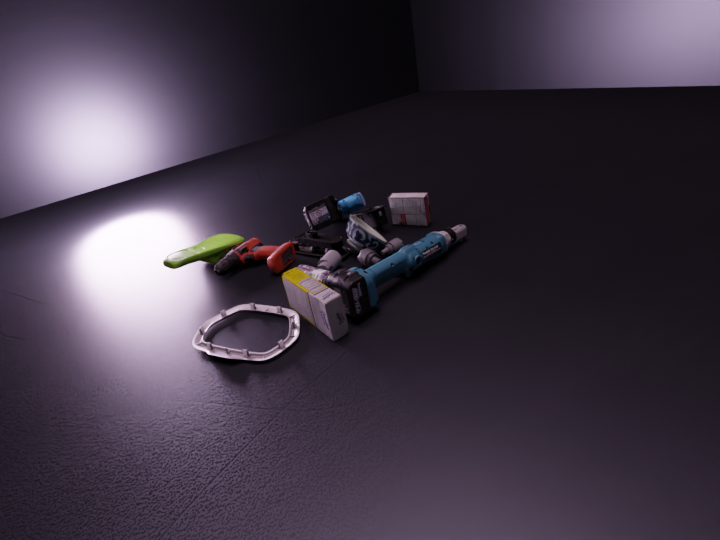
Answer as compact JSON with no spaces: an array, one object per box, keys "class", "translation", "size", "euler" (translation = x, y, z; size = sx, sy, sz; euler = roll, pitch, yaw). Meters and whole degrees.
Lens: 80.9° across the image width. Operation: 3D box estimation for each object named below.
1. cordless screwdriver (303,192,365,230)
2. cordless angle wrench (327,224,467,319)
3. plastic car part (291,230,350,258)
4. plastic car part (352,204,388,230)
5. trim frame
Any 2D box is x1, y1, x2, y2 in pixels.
[{"class":"cordless screwdriver","translation":[-0.093,-0.172,1.261],"size":[0.163,0.074,0.243],"euler":[-21,6,25]},{"class":"cordless angle wrench","translation":[0.111,-0.025,0.963],"size":[0.412,0.095,0.078],"euler":[-28,28,-33]},{"class":"plastic car part","translation":[-0.115,-0.075,1.175],"size":[0.214,0.065,0.064],"euler":[15,30,37]},{"class":"plastic car part","translation":[0.039,-0.149,1.229],"size":[0.065,0.069,0.121],"euler":[-27,16,-22]},{"class":"trim frame","translation":[-0.242,0.126,0.897],"size":[0.259,0.026,0.183],"euler":[5,34,27]}]
